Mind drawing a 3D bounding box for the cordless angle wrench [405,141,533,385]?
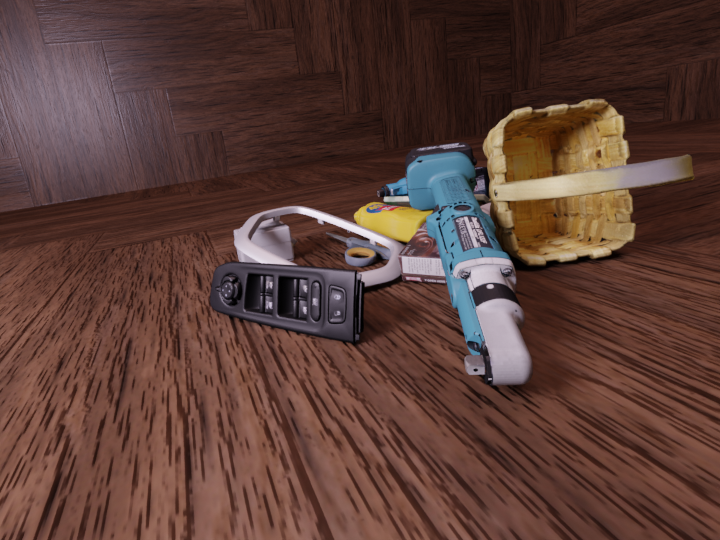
[{"bbox_3d":[0.107,-0.043,0.451,0.099,0.072,0.431,-6,30,7],"label":"cordless angle wrench"}]

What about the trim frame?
[{"bbox_3d":[-0.056,-0.037,0.577,0.261,0.027,0.180,21,37,30],"label":"trim frame"}]

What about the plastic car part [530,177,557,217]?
[{"bbox_3d":[0.256,-0.117,0.663,0.073,0.117,0.064,-25,0,43],"label":"plastic car part"}]

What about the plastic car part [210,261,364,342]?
[{"bbox_3d":[-0.079,0.023,0.452,0.212,0.066,0.065,3,10,30],"label":"plastic car part"}]

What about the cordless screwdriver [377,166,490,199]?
[{"bbox_3d":[0.150,-0.176,0.916,0.156,0.073,0.258,-13,16,-16],"label":"cordless screwdriver"}]
